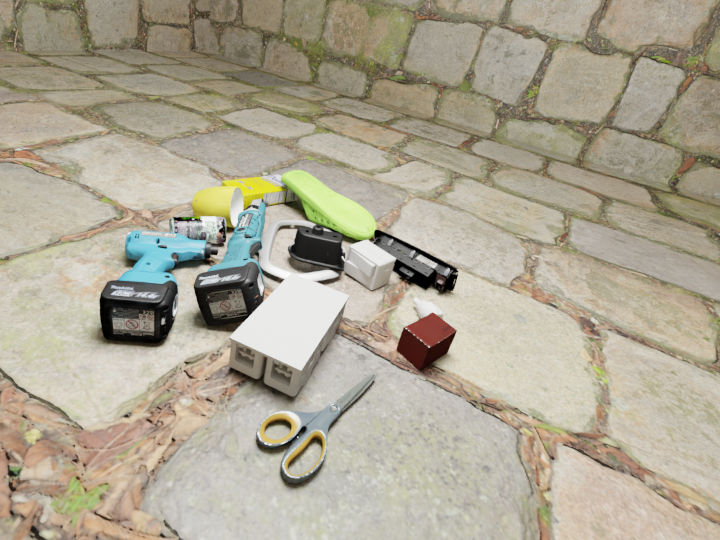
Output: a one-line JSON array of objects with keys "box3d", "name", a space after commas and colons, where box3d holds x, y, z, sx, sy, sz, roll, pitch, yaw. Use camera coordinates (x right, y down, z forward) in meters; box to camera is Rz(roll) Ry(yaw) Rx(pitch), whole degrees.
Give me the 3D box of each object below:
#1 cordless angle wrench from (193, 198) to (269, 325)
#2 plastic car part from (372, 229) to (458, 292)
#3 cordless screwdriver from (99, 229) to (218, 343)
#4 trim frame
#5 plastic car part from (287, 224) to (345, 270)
[{"box3d": [-0.222, -0.054, 0.813, 0.098, 0.072, 0.436, -10, 29, -1], "name": "cordless angle wrench"}, {"box3d": [0.096, -0.015, 0.877, 0.066, 0.064, 0.214, -40, 56, -23], "name": "plastic car part"}, {"box3d": [-0.316, 0.009, 0.685, 0.155, 0.073, 0.259, 3, 29, -16], "name": "cordless screwdriver"}, {"box3d": [-0.125, -0.045, 0.879, 0.182, 0.027, 0.256, 8, 33, -7], "name": "trim frame"}, {"box3d": [-0.080, -0.052, 0.820, 0.116, 0.070, 0.067, 14, 29, -3], "name": "plastic car part"}]
